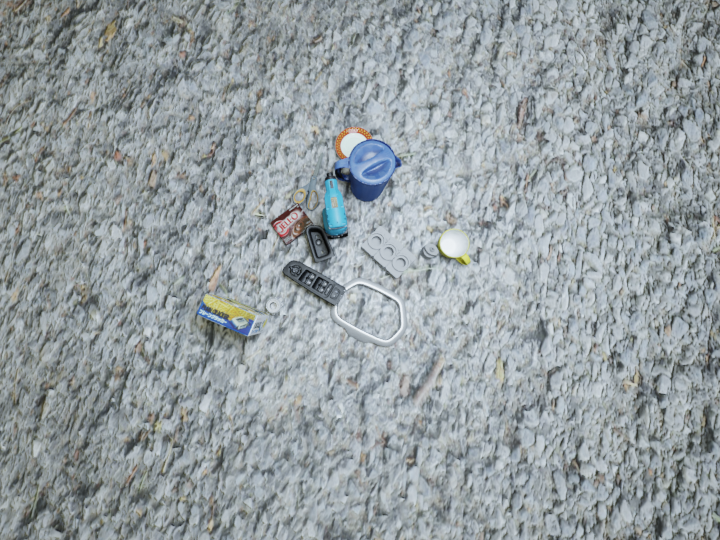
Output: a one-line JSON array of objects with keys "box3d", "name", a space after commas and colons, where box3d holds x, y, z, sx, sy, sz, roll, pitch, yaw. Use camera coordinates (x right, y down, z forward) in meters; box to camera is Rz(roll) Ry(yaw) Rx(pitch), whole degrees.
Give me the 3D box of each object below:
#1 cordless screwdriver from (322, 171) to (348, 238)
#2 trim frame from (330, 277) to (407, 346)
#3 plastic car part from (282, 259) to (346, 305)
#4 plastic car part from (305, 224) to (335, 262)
[{"box3d": [-0.080, -0.183, 1.261, 0.074, 0.247, 0.161, -8, 83, -4], "name": "cordless screwdriver"}, {"box3d": [0.027, 0.130, 1.316, 0.251, 0.027, 0.184, 25, 82, 6], "name": "trim frame"}, {"box3d": [-0.146, 0.034, 1.318, 0.206, 0.066, 0.066, 30, 83, 6], "name": "plastic car part"}, {"box3d": [-0.131, -0.085, 1.336, 0.066, 0.070, 0.118, -20, 82, -3], "name": "plastic car part"}]
